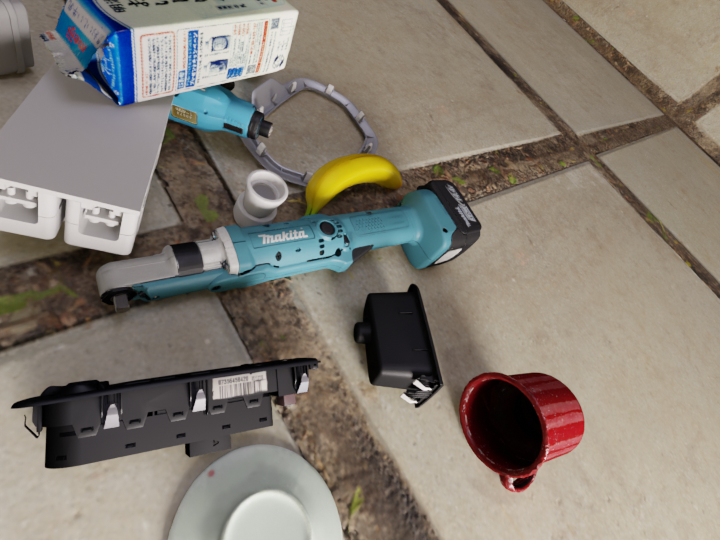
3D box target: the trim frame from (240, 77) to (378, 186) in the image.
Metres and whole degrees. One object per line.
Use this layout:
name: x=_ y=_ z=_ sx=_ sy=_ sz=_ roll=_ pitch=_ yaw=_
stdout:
trim frame: x=-0.065 y=-0.199 z=0.591 sx=0.184 sy=0.027 sz=0.248 roll=34 pitch=48 yaw=-3

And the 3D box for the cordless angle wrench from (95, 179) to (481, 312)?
cordless angle wrench: x=-0.044 y=-0.029 z=0.447 sx=0.407 sy=0.075 sz=0.101 roll=-13 pitch=66 yaw=-34

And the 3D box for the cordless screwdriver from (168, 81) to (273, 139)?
cordless screwdriver: x=-0.158 y=-0.262 z=0.538 sx=0.158 sy=0.073 sz=0.253 roll=18 pitch=52 yaw=-5

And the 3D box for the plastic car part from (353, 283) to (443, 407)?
plastic car part: x=0.030 y=0.070 z=0.426 sx=0.069 sy=0.065 sz=0.121 roll=1 pitch=53 yaw=-15

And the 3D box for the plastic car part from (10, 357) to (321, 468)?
plastic car part: x=-0.131 y=0.100 z=0.309 sx=0.194 sy=0.069 sz=0.067 roll=4 pitch=83 yaw=-30
